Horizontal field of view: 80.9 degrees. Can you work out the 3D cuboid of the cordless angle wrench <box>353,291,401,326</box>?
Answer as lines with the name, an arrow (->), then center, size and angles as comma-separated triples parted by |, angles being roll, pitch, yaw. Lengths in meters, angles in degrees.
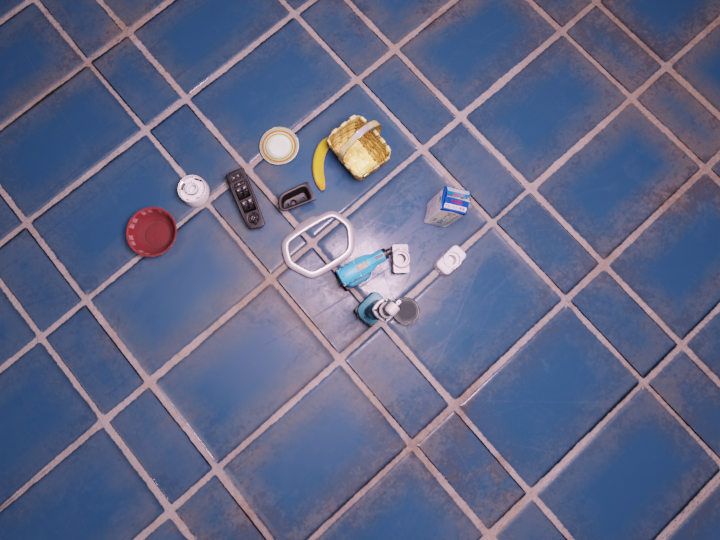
cordless angle wrench -> 0.050, 0.105, 1.135 | 0.075, 0.421, 0.098 | 45, 83, 0

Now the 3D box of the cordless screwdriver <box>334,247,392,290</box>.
cordless screwdriver -> 0.004, -0.007, 1.239 | 0.158, 0.248, 0.075 | -29, 88, -6

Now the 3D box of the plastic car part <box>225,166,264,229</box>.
plastic car part -> -0.367, -0.224, 1.365 | 0.066, 0.066, 0.205 | -23, 82, -5

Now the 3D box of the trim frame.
trim frame -> -0.133, -0.087, 1.363 | 0.247, 0.027, 0.186 | -33, 83, -5

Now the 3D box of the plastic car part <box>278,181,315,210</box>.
plastic car part -> -0.210, -0.228, 1.363 | 0.116, 0.070, 0.067 | -24, 85, -4
